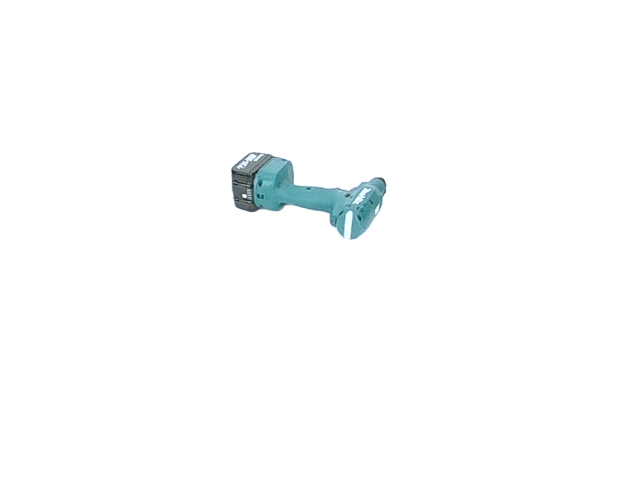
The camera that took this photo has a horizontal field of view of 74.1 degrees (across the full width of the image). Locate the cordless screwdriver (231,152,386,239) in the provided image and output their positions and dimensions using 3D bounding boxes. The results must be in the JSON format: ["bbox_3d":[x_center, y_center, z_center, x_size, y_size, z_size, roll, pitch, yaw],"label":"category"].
[{"bbox_3d":[-0.016,-0.089,0.722,0.250,0.074,0.158,17,38,19],"label":"cordless screwdriver"}]
